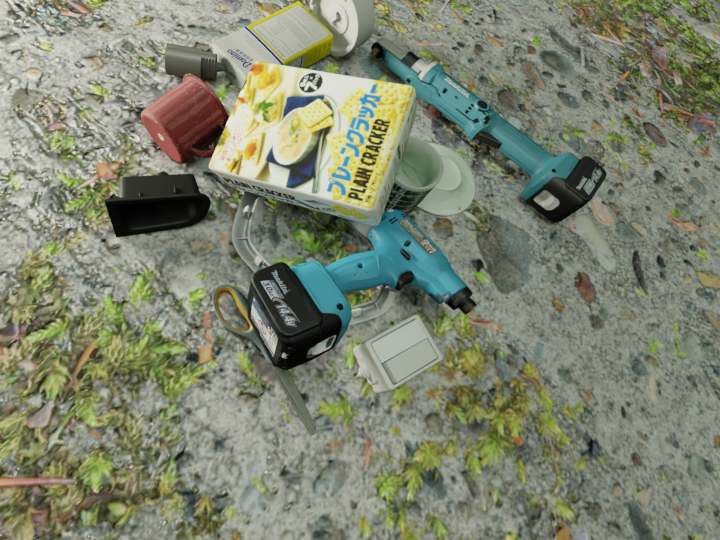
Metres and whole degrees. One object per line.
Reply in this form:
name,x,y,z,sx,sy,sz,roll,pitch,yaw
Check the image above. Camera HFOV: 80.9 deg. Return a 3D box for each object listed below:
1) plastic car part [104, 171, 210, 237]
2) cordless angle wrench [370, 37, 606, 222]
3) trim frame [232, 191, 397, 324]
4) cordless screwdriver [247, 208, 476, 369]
plastic car part,-0.255,-0.093,0.534,0.113,0.065,0.074,-13,58,-22
cordless angle wrench,0.187,-0.251,0.692,0.431,0.074,0.097,42,64,9
trim frame,-0.055,-0.036,0.561,0.253,0.027,0.182,41,58,8
cordless screwdriver,0.007,0.028,0.479,0.242,0.073,0.166,-27,62,-31
